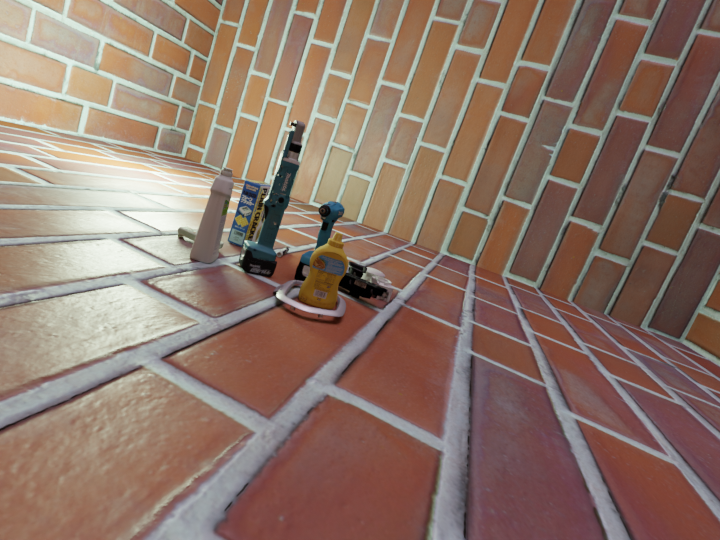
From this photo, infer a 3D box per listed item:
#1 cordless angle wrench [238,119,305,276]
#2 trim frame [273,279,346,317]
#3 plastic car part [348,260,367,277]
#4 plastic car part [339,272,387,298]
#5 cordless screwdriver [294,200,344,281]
[{"bbox_3d":[-0.224,-0.193,1.140,0.094,0.420,0.078,14,12,-28],"label":"cordless angle wrench"},{"bbox_3d":[-0.126,0.069,1.061,0.185,0.027,0.249,18,12,-1],"label":"trim frame"},{"bbox_3d":[-0.019,0.018,1.351,0.066,0.070,0.117,19,11,0],"label":"plastic car part"},{"bbox_3d":[-0.021,0.040,1.257,0.214,0.067,0.063,27,14,36],"label":"plastic car part"},{"bbox_3d":[-0.117,-0.077,1.197,0.076,0.247,0.157,21,11,8],"label":"cordless screwdriver"}]
